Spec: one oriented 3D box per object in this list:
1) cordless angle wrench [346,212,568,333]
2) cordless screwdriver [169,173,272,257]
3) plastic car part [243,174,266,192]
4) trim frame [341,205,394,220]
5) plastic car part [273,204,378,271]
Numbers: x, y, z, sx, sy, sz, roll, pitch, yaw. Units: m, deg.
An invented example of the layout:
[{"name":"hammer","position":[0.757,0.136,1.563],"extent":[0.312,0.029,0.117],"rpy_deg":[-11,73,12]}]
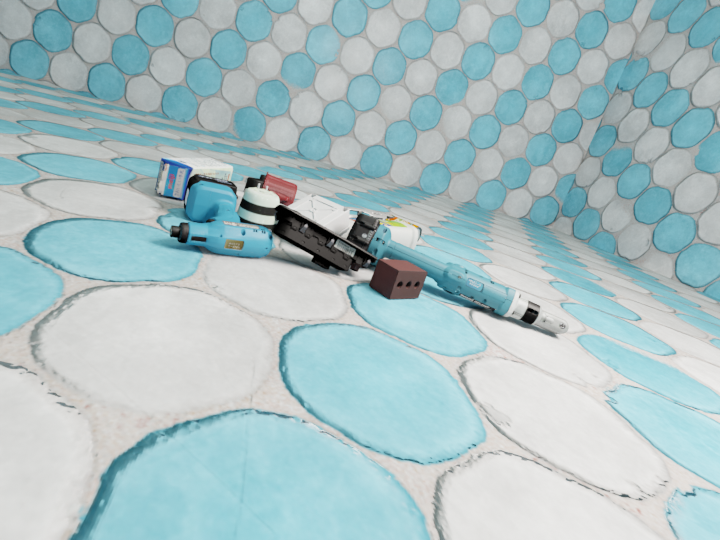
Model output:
[{"name":"cordless angle wrench","position":[0.174,0.016,0.792],"extent":[0.432,0.074,0.096],"rpy_deg":[25,-9,11]},{"name":"cordless screwdriver","position":[-0.268,-0.100,0.746],"extent":[0.152,0.074,0.263],"rpy_deg":[5,24,-34]},{"name":"plastic car part","position":[-0.258,-0.219,1.130],"extent":[0.111,0.070,0.070],"rpy_deg":[7,18,-40]},{"name":"trim frame","position":[-0.023,-0.143,1.094],"extent":[0.193,0.027,0.236],"rpy_deg":[4,0,41]},{"name":"plastic car part","position":[-0.071,-0.047,0.728],"extent":[0.194,0.067,0.069],"rpy_deg":[34,-6,-24]}]
